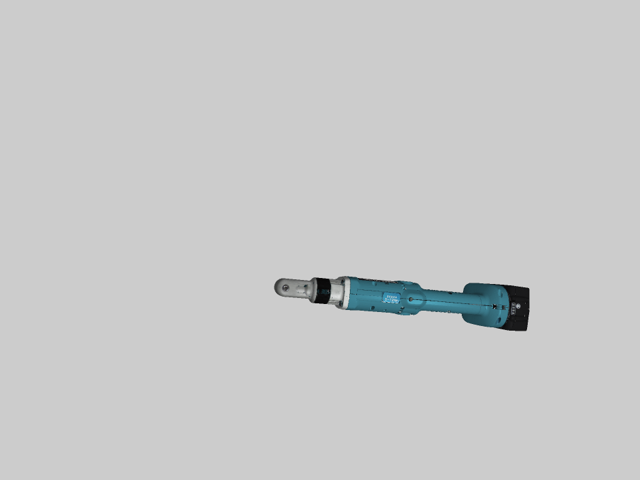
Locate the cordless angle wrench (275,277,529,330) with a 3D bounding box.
[{"bbox_3d":[0.136,0.094,0.689,0.423,0.074,0.098,7,-4,-14],"label":"cordless angle wrench"}]
